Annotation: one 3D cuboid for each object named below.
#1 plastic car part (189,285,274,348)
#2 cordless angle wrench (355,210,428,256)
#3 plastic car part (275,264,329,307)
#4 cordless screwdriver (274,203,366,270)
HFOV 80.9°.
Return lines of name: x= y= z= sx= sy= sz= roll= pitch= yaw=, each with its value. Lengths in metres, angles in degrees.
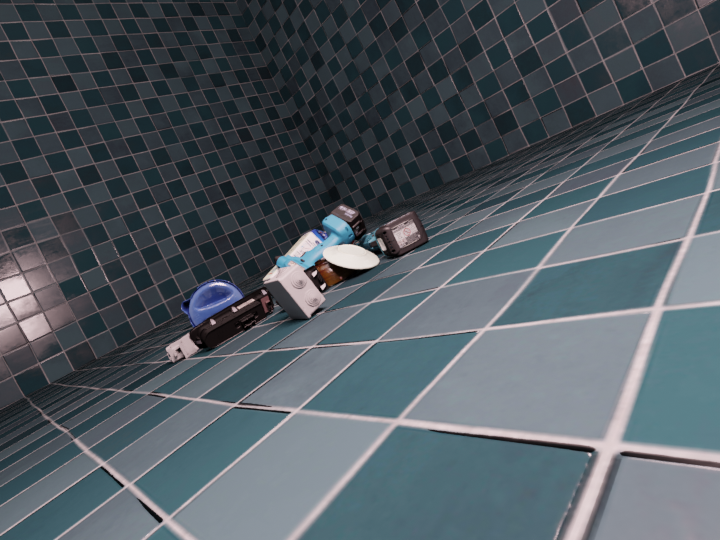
plastic car part: x=-0.275 y=0.115 z=0.940 sx=0.198 sy=0.064 sz=0.071 roll=-28 pitch=32 yaw=-26
cordless angle wrench: x=0.048 y=-0.079 z=1.111 sx=0.097 sy=0.074 sz=0.430 roll=-27 pitch=6 yaw=-12
plastic car part: x=-0.136 y=0.050 z=0.918 sx=0.118 sy=0.064 sz=0.072 roll=-28 pitch=19 yaw=14
cordless screwdriver: x=-0.111 y=-0.073 z=1.136 sx=0.168 sy=0.070 sz=0.247 roll=26 pitch=66 yaw=40
